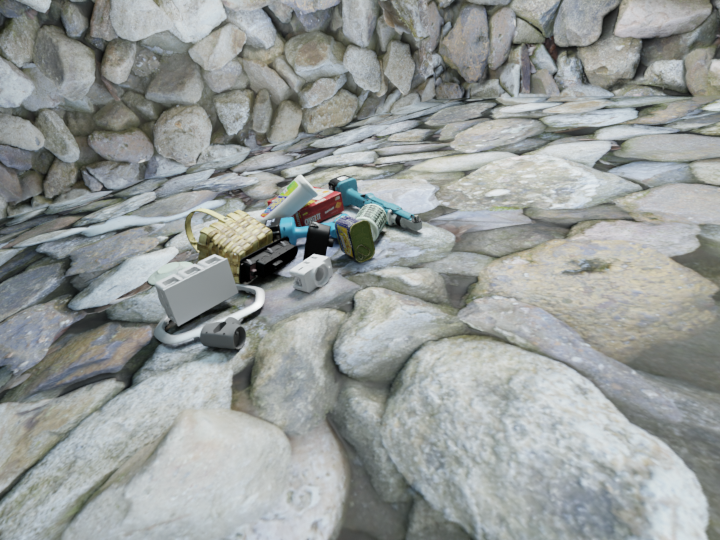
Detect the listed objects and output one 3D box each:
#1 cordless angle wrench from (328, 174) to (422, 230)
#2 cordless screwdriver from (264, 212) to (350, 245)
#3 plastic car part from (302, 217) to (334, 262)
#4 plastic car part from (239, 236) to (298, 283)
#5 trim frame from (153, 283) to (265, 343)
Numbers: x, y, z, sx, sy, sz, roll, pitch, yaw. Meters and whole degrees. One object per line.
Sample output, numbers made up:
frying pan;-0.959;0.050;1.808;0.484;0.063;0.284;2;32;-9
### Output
cordless angle wrench;0.039;-0.194;1.263;0.073;0.095;0.447;-23;32;-23
cordless screwdriver;-0.146;-0.121;1.210;0.251;0.072;0.162;-6;23;5
plastic car part;-0.104;-0.068;1.059;0.071;0.115;0.067;14;26;-3
plastic car part;-0.221;-0.030;1.063;0.070;0.065;0.200;11;28;21
trim frame;-0.327;0.092;0.927;0.243;0.027;0.194;-22;27;-21
